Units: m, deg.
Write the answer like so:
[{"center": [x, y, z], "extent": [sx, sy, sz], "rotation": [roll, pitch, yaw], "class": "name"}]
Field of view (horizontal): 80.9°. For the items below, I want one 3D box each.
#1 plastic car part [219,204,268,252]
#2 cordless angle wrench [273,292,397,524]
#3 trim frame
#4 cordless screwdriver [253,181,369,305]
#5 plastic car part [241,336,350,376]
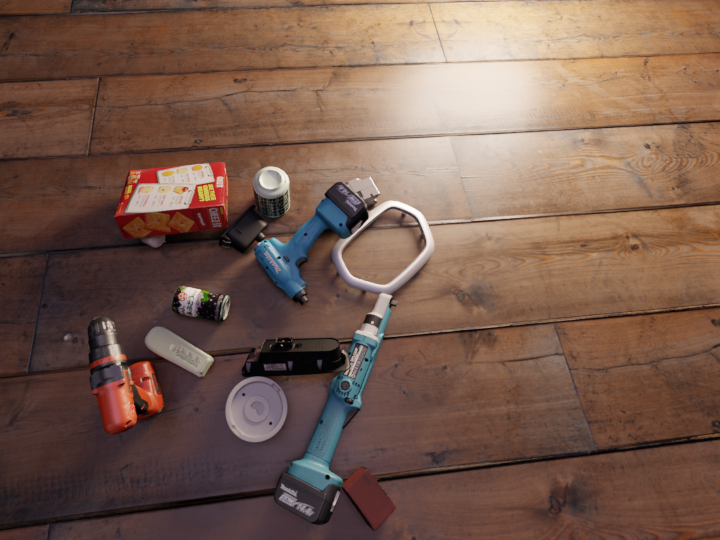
[{"center": [-0.244, -0.084, 0.922], "extent": [0.071, 0.067, 0.116], "rotation": [43, 66, -4], "class": "plastic car part"}, {"center": [-0.024, 0.224, 0.783], "extent": [0.101, 0.071, 0.425], "rotation": [15, 62, 18], "class": "cordless angle wrench"}, {"center": [0.051, -0.054, 0.937], "extent": [0.189, 0.027, 0.246], "rotation": [43, 72, 14], "class": "trim frame"}, {"center": [-0.086, -0.056, 0.882], "extent": [0.249, 0.072, 0.164], "rotation": [-40, 74, 0], "class": "cordless screwdriver"}, {"center": [-0.119, 0.154, 0.784], "extent": [0.206, 0.067, 0.066], "rotation": [0, 108, 8], "class": "plastic car part"}]
